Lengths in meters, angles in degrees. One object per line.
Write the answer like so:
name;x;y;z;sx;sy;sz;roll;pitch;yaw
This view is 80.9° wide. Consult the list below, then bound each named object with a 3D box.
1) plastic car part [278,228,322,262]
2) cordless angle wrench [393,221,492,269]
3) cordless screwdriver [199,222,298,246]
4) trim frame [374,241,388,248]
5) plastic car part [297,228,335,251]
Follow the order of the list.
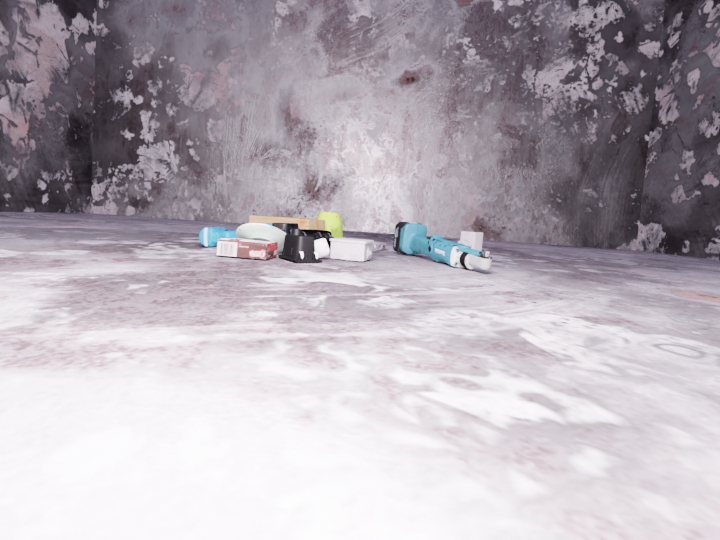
plastic car part;-0.139;-0.056;0.932;0.063;0.070;0.123;2;9;-35
cordless angle wrench;0.202;-0.057;1.089;0.072;0.097;0.438;2;11;-18
cordless screwdriver;-0.287;-0.091;1.136;0.254;0.074;0.157;1;6;12
trim frame;-0.005;-0.089;1.395;0.189;0.027;0.243;7;6;13
plastic car part;-0.107;-0.070;1.091;0.069;0.066;0.197;16;10;18
